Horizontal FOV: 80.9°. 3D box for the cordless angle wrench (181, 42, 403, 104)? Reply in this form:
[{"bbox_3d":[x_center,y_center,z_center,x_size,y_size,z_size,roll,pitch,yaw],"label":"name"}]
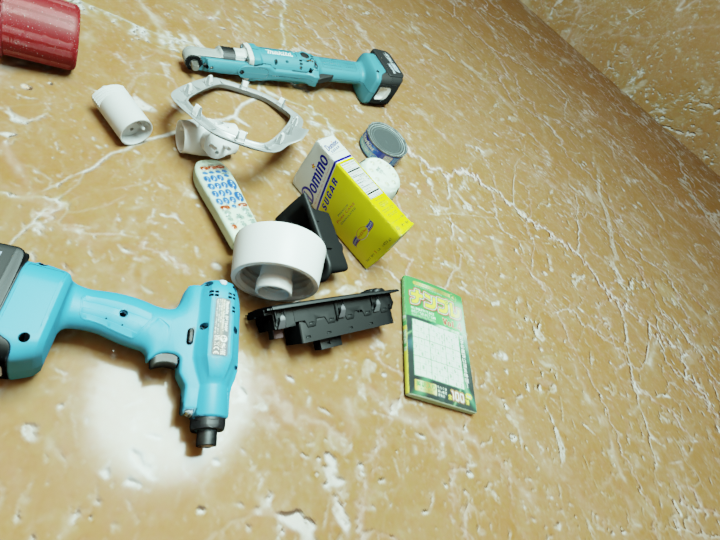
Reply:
[{"bbox_3d":[-0.109,-0.366,0.768,0.407,0.075,0.101,-11,65,-33],"label":"cordless angle wrench"}]

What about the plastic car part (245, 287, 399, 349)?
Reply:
[{"bbox_3d":[-0.029,0.056,0.509,0.195,0.068,0.068,-11,76,-36],"label":"plastic car part"}]

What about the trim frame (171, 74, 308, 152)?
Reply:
[{"bbox_3d":[-0.165,-0.235,0.621,0.182,0.027,0.252,25,29,-8],"label":"trim frame"}]

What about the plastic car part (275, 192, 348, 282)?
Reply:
[{"bbox_3d":[-0.056,-0.036,0.568,0.068,0.067,0.120,-3,62,-50],"label":"plastic car part"}]

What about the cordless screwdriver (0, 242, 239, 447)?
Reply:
[{"bbox_3d":[-0.228,0.069,0.375,0.238,0.075,0.164,13,53,-28],"label":"cordless screwdriver"}]
